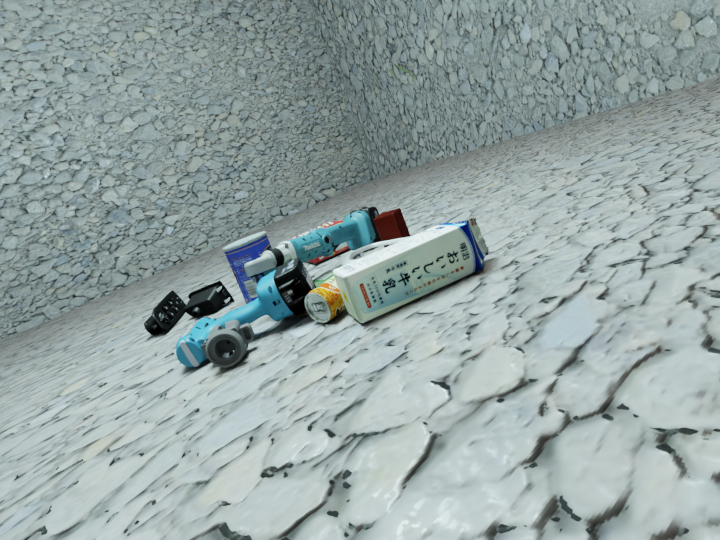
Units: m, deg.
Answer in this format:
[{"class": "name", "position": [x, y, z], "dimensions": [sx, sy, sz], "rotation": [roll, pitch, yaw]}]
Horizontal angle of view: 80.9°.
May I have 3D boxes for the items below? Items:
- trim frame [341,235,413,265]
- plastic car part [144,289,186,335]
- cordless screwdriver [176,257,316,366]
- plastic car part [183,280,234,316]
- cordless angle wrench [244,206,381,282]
[{"class": "trim frame", "position": [0.073, -0.041, 0.857], "dimensions": [0.259, 0.027, 0.179], "rotation": [-9, 16, 38]}, {"class": "plastic car part", "position": [-0.497, 0.110, 1.068], "dimensions": [0.067, 0.065, 0.208], "rotation": [-32, 15, -6]}, {"class": "cordless screwdriver", "position": [-0.199, 0.069, 0.746], "dimensions": [0.249, 0.073, 0.162], "rotation": [-30, 14, -1]}, {"class": "plastic car part", "position": [-0.378, 0.082, 1.024], "dimensions": [0.119, 0.063, 0.072], "rotation": [-19, 26, 21]}, {"class": "cordless angle wrench", "position": [-0.091, -0.059, 0.929], "dimensions": [0.077, 0.097, 0.409], "rotation": [-15, 7, 39]}]
